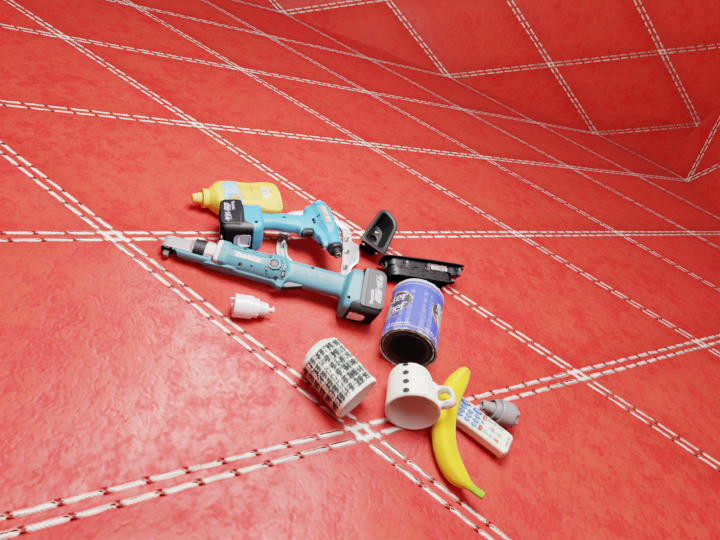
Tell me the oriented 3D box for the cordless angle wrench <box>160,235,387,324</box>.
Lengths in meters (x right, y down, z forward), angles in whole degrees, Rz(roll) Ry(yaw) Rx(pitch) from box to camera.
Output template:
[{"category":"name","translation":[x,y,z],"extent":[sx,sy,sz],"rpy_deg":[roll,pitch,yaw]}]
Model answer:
[{"category":"cordless angle wrench","translation":[-0.164,0.000,0.800],"extent":[0.420,0.073,0.100],"rpy_deg":[15,59,-4]}]

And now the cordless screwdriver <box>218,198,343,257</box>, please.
[{"category":"cordless screwdriver","translation":[-0.161,-0.079,0.862],"extent":[0.241,0.073,0.167],"rpy_deg":[-4,43,-21]}]

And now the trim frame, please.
[{"category":"trim frame","translation":[-0.092,-0.060,0.942],"extent":[0.181,0.027,0.255],"rpy_deg":[16,38,-11]}]

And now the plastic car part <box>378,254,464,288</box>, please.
[{"category":"plastic car part","translation":[0.133,0.007,0.956],"extent":[0.197,0.067,0.068],"rpy_deg":[13,67,-16]}]

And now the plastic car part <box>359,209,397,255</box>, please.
[{"category":"plastic car part","translation":[0.036,-0.080,0.991],"extent":[0.065,0.071,0.116],"rpy_deg":[35,53,-6]}]
